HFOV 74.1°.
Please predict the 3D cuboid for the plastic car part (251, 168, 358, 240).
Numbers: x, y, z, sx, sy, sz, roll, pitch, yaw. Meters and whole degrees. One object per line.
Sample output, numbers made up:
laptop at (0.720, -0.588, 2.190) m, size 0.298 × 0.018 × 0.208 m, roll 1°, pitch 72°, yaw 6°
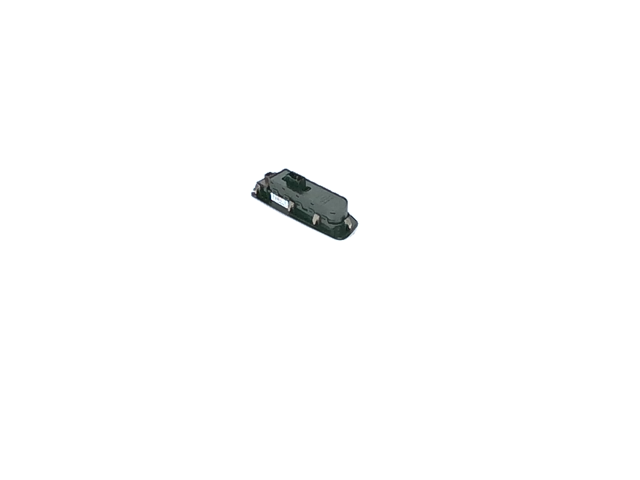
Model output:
plastic car part at (-0.023, -0.068, 0.677) m, size 0.204 × 0.067 × 0.066 m, roll 34°, pitch 45°, yaw 30°
